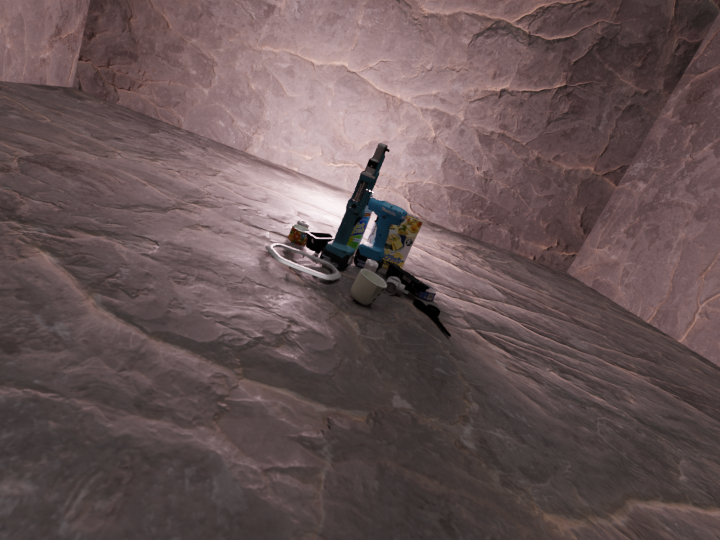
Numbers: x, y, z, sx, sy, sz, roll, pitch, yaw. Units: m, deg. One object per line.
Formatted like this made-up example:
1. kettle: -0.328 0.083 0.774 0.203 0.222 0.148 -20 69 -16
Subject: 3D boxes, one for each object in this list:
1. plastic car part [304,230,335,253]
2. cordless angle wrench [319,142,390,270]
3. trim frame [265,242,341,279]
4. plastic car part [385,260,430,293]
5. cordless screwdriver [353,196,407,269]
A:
1. plastic car part: -0.142 -0.093 1.456 0.070 0.070 0.111 35 21 36
2. cordless angle wrench: -0.012 -0.205 1.356 0.101 0.420 0.073 27 16 13
3. trim frame: -0.173 -0.026 1.286 0.244 0.027 0.189 19 17 -10
4. plastic car part: 0.148 0.029 1.445 0.063 0.066 0.214 12 19 -32
5. cordless screwdriver: 0.044 -0.129 1.489 0.165 0.247 0.072 28 16 17
